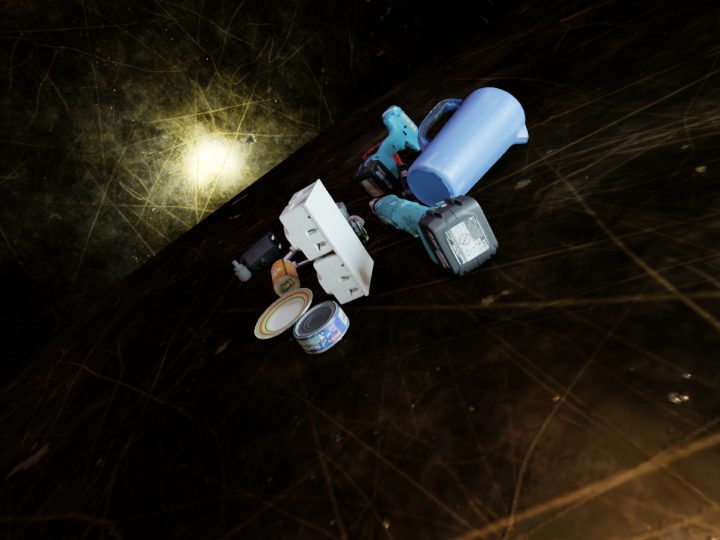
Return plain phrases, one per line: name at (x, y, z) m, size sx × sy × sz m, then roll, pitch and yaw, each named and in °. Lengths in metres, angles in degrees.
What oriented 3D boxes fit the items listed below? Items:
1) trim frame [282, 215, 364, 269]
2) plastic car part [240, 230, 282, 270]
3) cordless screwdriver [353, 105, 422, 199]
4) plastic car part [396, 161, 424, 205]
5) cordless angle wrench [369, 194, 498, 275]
trim frame at (-0.099, -0.065, 1.013) m, size 0.255 × 0.026 × 0.186 m, roll -21°, pitch 28°, yaw 26°
plastic car part at (-0.265, -0.039, 1.152) m, size 0.116 × 0.063 × 0.075 m, roll -41°, pitch 36°, yaw -7°
cordless screwdriver at (0.089, -0.286, 1.083) m, size 0.077 × 0.152 × 0.250 m, roll -13°, pitch 46°, yaw 52°
plastic car part at (0.113, -0.180, 0.918) m, size 0.068 × 0.064 × 0.206 m, roll -3°, pitch 29°, yaw 7°
cordless angle wrench at (0.085, -0.096, 0.757) m, size 0.074 × 0.095 × 0.437 m, roll -33°, pitch 20°, yaw -4°
